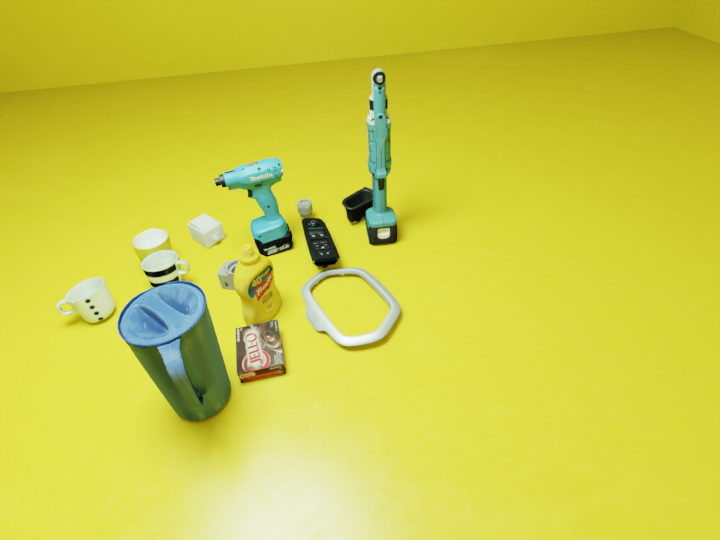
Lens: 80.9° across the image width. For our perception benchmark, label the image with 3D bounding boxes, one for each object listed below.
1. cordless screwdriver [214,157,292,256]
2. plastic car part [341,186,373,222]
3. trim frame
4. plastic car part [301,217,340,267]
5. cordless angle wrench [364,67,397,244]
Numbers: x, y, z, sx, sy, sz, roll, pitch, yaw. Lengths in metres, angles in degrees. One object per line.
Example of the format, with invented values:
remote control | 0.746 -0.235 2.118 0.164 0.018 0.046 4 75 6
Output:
cordless screwdriver | -0.256 -0.149 1.042 0.157 0.240 0.078 -15 41 -12
plastic car part | -0.003 -0.172 1.162 0.114 0.068 0.070 -35 48 -29
trim frame | -0.028 0.070 0.917 0.180 0.026 0.263 -25 43 -19
plastic car part | -0.104 -0.068 1.059 0.066 0.064 0.212 -13 41 -9
cordless angle wrench | 0.045 -0.250 0.983 0.074 0.408 0.101 -5 40 -2
